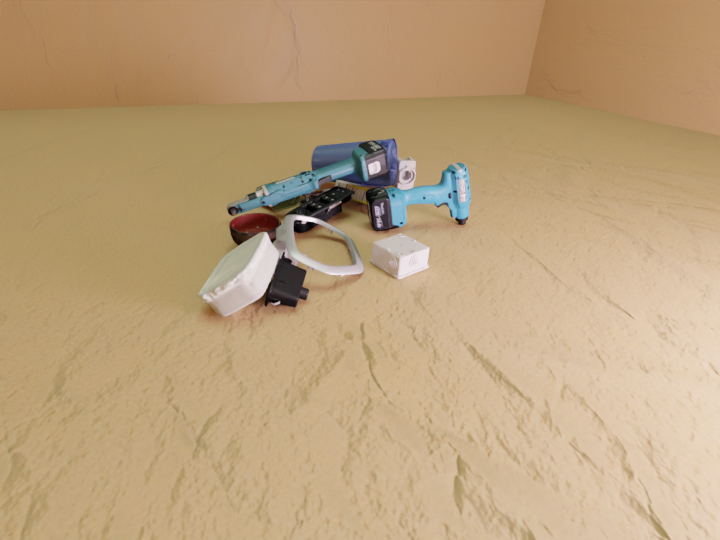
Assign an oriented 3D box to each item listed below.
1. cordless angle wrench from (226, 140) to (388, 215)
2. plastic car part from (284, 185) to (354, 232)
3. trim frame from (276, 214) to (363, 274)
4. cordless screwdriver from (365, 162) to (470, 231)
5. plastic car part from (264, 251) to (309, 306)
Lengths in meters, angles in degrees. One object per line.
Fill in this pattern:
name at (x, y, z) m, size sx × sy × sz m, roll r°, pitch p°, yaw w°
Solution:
cordless angle wrench at (-0.138, -0.225, 1.080) m, size 0.419 × 0.071 × 0.103 m, roll -21°, pitch 37°, yaw -8°
plastic car part at (-0.105, -0.149, 1.055) m, size 0.070 × 0.065 × 0.198 m, roll 31°, pitch 45°, yaw 31°
trim frame at (-0.087, -0.057, 0.885) m, size 0.179 × 0.027 × 0.258 m, roll 15°, pitch 27°, yaw -18°
cordless screwdriver at (0.144, -0.155, 1.031) m, size 0.250 × 0.153 × 0.077 m, roll -15°, pitch 32°, yaw 2°
plastic car part at (-0.127, 0.030, 0.762) m, size 0.070 × 0.065 × 0.119 m, roll 14°, pitch 32°, yaw -7°
